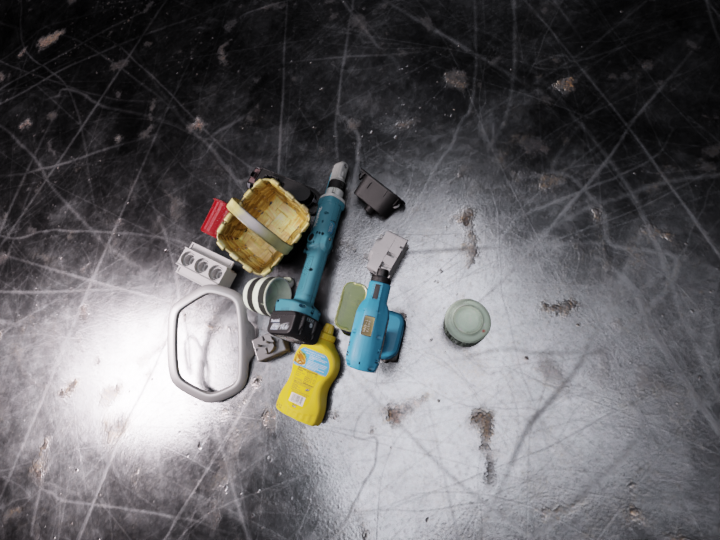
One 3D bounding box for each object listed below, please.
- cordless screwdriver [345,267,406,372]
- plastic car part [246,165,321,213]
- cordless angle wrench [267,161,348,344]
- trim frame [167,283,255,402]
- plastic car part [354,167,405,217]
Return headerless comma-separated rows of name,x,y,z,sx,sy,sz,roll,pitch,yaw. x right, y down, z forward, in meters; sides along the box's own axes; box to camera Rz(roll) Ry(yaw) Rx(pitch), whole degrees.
cordless screwdriver,0.035,0.091,0.748,0.076,0.241,0.160,12,82,13
plastic car part,-0.183,-0.198,0.996,0.210,0.065,0.066,26,74,17
cordless angle wrench,-0.089,-0.058,0.906,0.102,0.070,0.428,-9,58,45
trim frame,-0.318,0.154,0.902,0.183,0.027,0.250,-3,83,-3
plastic car part,0.032,-0.161,0.934,0.121,0.063,0.071,45,102,18
